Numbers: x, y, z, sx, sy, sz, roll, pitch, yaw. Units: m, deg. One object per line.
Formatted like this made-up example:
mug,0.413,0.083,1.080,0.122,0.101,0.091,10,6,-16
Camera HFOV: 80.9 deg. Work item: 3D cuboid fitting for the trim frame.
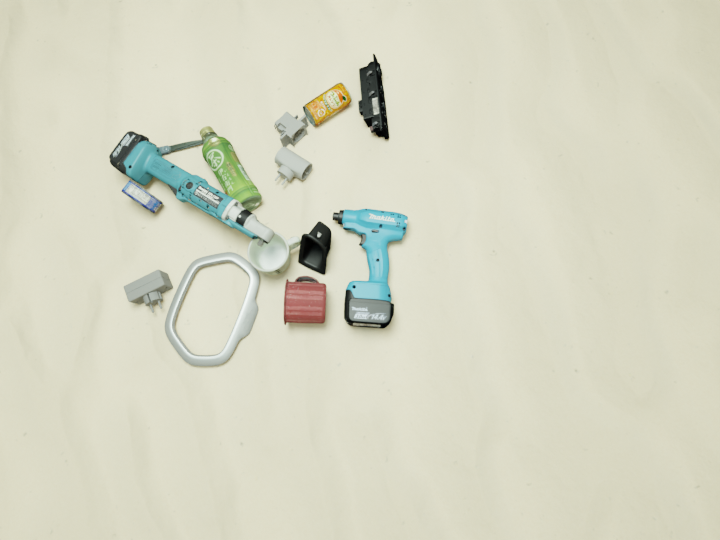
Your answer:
trim frame,-0.312,0.078,0.899,0.188,0.027,0.250,16,76,10

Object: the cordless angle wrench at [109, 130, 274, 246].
cordless angle wrench,-0.354,-0.170,0.902,0.438,0.072,0.098,30,82,18

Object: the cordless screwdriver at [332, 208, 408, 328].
cordless screwdriver,0.005,-0.012,0.873,0.161,0.072,0.252,7,72,6

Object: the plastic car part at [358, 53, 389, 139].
plastic car part,0.029,-0.401,0.982,0.069,0.063,0.206,-8,75,27

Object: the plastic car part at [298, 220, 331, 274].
plastic car part,-0.086,-0.056,0.878,0.067,0.114,0.071,25,55,6
